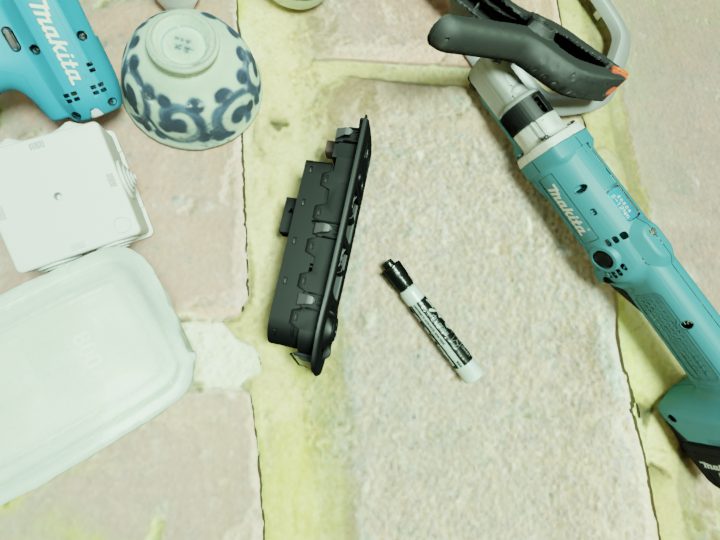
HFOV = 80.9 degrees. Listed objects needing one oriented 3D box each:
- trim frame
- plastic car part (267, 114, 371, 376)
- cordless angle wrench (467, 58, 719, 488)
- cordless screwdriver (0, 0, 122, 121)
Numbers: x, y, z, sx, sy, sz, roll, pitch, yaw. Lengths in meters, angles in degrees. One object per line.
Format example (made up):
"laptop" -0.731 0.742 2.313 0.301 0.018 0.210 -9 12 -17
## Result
"trim frame" 0.177 -0.271 0.440 0.182 0.028 0.250 -32 87 -15
"plastic car part" -0.033 -0.021 0.336 0.067 0.065 0.205 8 78 0
"cordless angle wrench" 0.226 -0.020 0.364 0.073 0.098 0.429 -29 81 -19
"cordless screwdriver" -0.310 -0.145 0.276 0.245 0.078 0.153 -26 125 -15
